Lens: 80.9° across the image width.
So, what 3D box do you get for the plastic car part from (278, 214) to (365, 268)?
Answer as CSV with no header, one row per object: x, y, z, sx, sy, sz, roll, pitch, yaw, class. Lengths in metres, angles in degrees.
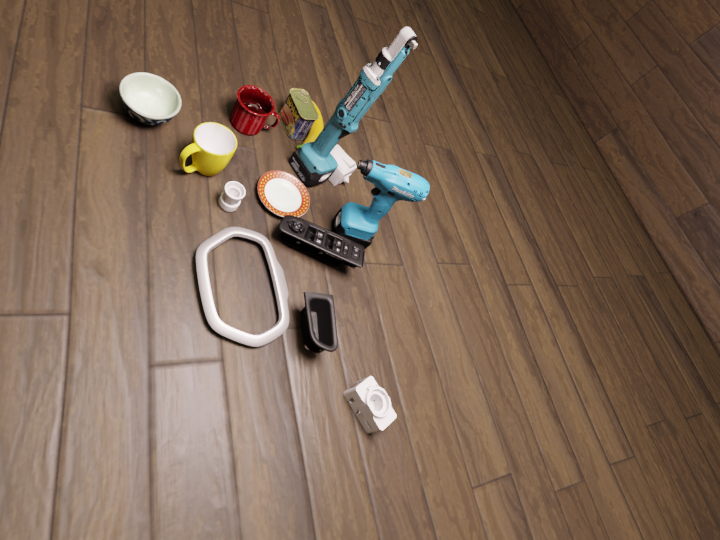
-0.091,-0.059,0.930,0.197,0.068,0.067,27,52,-16,plastic car part

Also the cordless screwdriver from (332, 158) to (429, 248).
0.012,-0.144,0.923,0.153,0.252,0.076,19,56,-24,cordless screwdriver

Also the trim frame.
-0.223,0.026,0.822,0.176,0.028,0.256,-5,65,-34,trim frame

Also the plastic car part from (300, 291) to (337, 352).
-0.088,0.109,0.824,0.063,0.072,0.120,9,59,-29,plastic car part

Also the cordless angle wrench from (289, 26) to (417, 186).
-0.023,-0.336,0.904,0.072,0.429,0.099,-26,82,-41,cordless angle wrench
